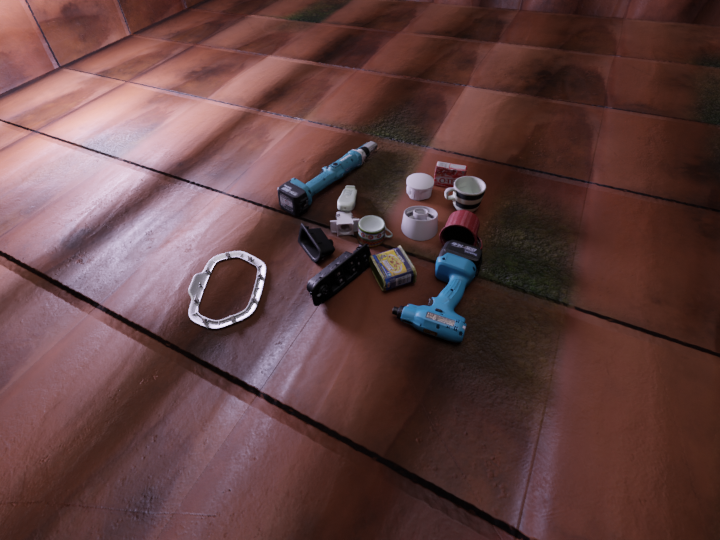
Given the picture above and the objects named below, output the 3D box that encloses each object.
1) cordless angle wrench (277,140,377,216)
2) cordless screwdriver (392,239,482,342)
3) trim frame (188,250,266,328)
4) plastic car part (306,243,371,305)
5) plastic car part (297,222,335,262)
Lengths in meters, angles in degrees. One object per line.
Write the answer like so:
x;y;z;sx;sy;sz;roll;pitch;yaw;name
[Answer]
-0.082;-0.315;1.341;0.103;0.072;0.416;30;54;28;cordless angle wrench
0.184;0.039;0.982;0.165;0.071;0.249;15;54;18;cordless screwdriver
-0.336;0.039;1.062;0.187;0.026;0.255;0;49;7;trim frame
-0.059;0.005;1.043;0.071;0.063;0.200;24;53;35;plastic car part
-0.110;-0.072;1.127;0.068;0.065;0.123;-17;49;-32;plastic car part
